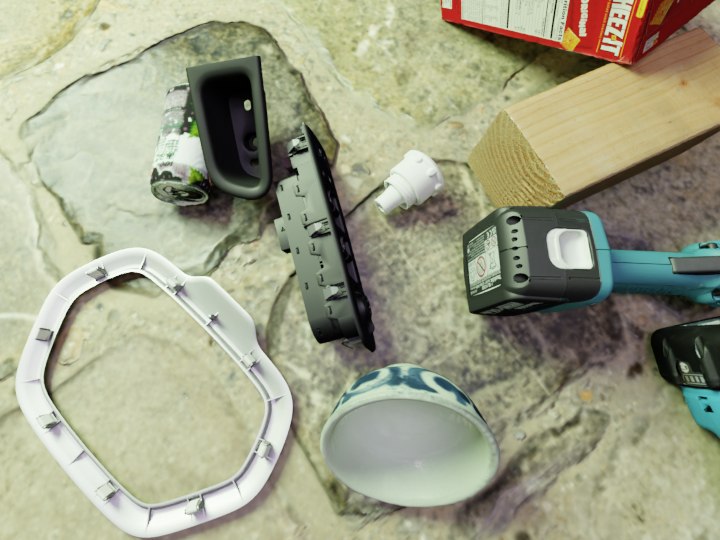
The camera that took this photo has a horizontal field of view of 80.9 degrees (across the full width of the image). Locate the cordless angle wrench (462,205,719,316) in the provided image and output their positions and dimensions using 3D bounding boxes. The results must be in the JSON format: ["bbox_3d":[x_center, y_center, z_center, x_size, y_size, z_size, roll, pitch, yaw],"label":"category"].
[{"bbox_3d":[0.306,0.002,0.359,0.420,0.097,0.075,2,75,-5],"label":"cordless angle wrench"}]

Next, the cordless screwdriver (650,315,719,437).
[{"bbox_3d":[0.338,0.156,0.315,0.158,0.073,0.253,-6,77,-4],"label":"cordless screwdriver"}]

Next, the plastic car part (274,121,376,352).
[{"bbox_3d":[-0.036,-0.024,0.369,0.067,0.064,0.208,-20,75,1],"label":"plastic car part"}]

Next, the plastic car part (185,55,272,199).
[{"bbox_3d":[-0.107,-0.127,0.390,0.067,0.071,0.114,-4,105,8],"label":"plastic car part"}]

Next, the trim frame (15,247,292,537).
[{"bbox_3d":[-0.173,0.090,0.351,0.255,0.027,0.183,41,76,13],"label":"trim frame"}]
